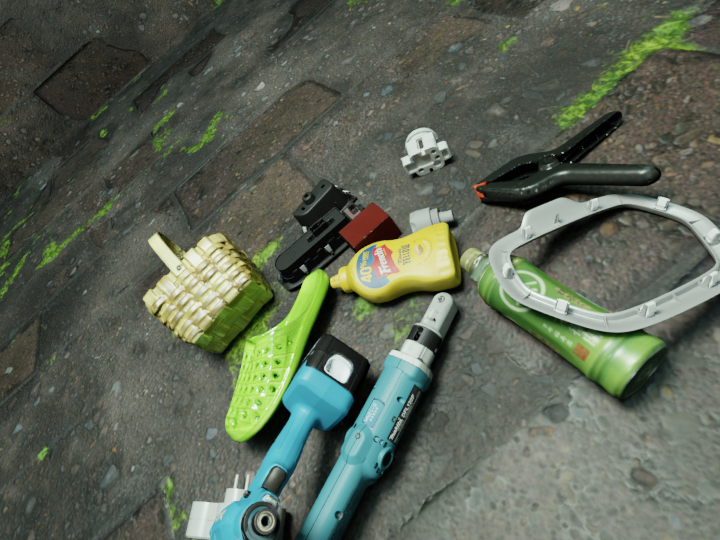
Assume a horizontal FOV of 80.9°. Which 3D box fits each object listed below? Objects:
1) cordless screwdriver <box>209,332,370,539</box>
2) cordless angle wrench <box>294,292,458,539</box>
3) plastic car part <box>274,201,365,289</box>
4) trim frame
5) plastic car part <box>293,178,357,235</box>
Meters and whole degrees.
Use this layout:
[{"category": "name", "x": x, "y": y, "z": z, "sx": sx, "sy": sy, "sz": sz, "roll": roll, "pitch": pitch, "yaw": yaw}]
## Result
[{"category": "cordless screwdriver", "x": -0.067, "y": 0.179, "z": 0.459, "sx": 0.248, "sy": 0.075, "sz": 0.159, "roll": -58, "pitch": 1, "yaw": -42}, {"category": "cordless angle wrench", "x": 0.009, "y": 0.202, "z": 0.479, "sx": 0.078, "sy": 0.093, "sz": 0.423, "roll": 13, "pitch": 64, "yaw": 42}, {"category": "plastic car part", "x": -0.071, "y": -0.047, "z": 0.731, "sx": 0.203, "sy": 0.063, "sz": 0.070, "roll": -43, "pitch": 52, "yaw": 3}, {"category": "trim frame", "x": 0.266, "y": -0.022, "z": 0.456, "sx": 0.246, "sy": 0.026, "sz": 0.194, "roll": -23, "pitch": 41, "yaw": -8}, {"category": "plastic car part", "x": -0.076, "y": -0.121, "z": 0.778, "sx": 0.116, "sy": 0.067, "sz": 0.070, "roll": -47, "pitch": 44, "yaw": -9}]
